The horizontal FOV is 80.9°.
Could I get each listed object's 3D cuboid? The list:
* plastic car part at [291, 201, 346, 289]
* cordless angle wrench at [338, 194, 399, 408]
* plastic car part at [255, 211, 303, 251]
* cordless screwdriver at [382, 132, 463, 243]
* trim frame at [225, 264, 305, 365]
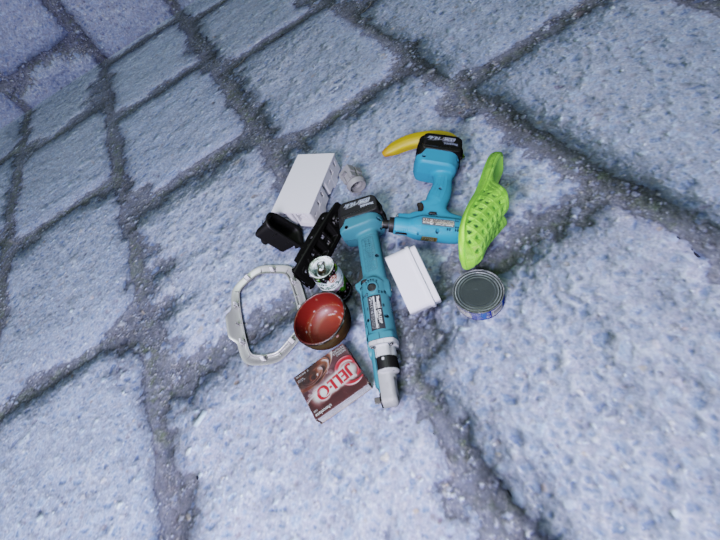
[{"bbox_3d":[-0.092,-0.060,0.940,0.070,0.063,0.203,2,57,55],"label":"plastic car part"},{"bbox_3d":[0.027,0.042,0.809,0.100,0.070,0.438,-17,55,13],"label":"cordless angle wrench"},{"bbox_3d":[-0.194,-0.082,0.973,0.072,0.110,0.068,-36,47,28],"label":"plastic car part"},{"bbox_3d":[0.134,-0.171,0.878,0.161,0.072,0.253,5,61,6],"label":"cordless screwdriver"},{"bbox_3d":[-0.205,0.086,0.909,0.185,0.026,0.260,-27,53,7],"label":"trim frame"}]
